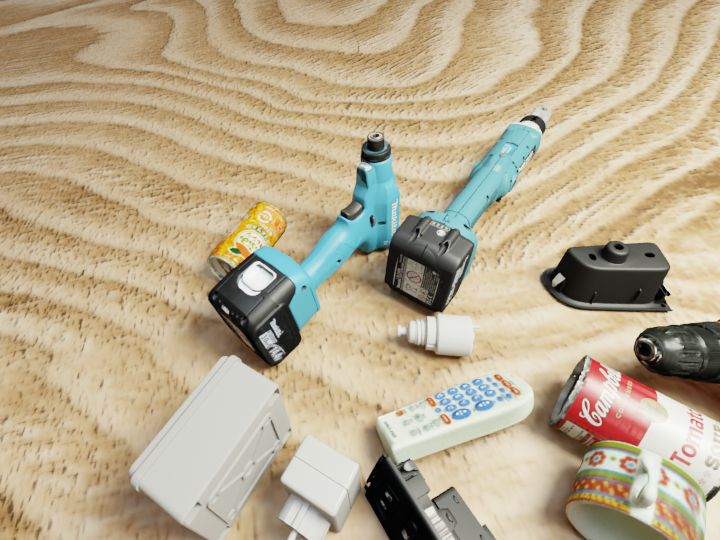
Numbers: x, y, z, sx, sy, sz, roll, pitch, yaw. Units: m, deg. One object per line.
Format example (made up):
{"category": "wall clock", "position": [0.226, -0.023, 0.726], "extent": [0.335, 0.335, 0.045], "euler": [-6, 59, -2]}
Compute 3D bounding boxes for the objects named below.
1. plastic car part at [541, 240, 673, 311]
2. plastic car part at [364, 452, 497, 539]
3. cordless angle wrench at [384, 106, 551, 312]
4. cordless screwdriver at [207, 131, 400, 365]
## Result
{"category": "plastic car part", "position": [0.266, -0.001, 0.446], "extent": [0.117, 0.068, 0.068], "euler": [1, 47, 3]}
{"category": "plastic car part", "position": [0.081, 0.223, 0.283], "extent": [0.064, 0.065, 0.214], "euler": [-4, 41, -34]}
{"category": "cordless angle wrench", "position": [0.173, -0.121, 0.553], "extent": [0.077, 0.095, 0.418], "euler": [27, 54, 21]}
{"category": "cordless screwdriver", "position": [-0.044, -0.029, 0.452], "extent": [0.078, 0.153, 0.246], "euler": [32, 61, 27]}
